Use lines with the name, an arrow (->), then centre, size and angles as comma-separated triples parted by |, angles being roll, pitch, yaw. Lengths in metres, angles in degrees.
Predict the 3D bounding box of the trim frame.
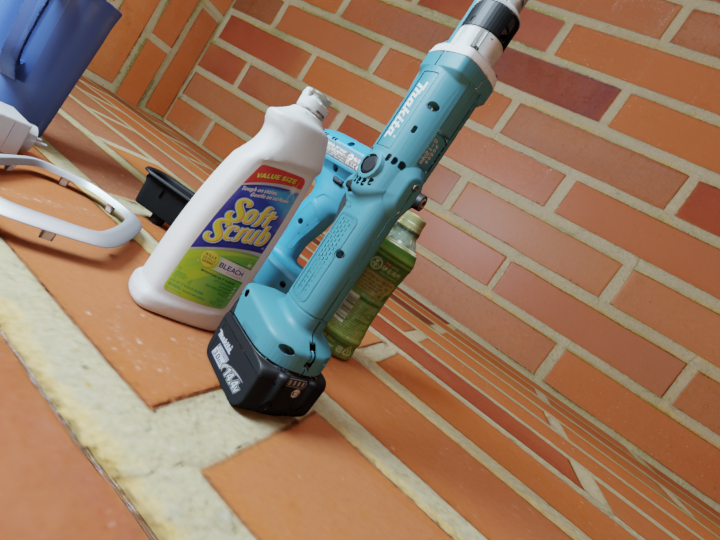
trim frame -> -0.330, -0.079, 0.452 | 0.178, 0.027, 0.257 | 31, 6, -20

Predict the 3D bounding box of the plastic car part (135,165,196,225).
plastic car part -> -0.284, -0.096, 0.637 | 0.114, 0.071, 0.067 | 33, 6, -10

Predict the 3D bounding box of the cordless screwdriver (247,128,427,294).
cordless screwdriver -> -0.048, -0.032, 0.494 | 0.167, 0.249, 0.071 | 37, 6, 27

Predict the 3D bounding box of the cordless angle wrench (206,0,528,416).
cordless angle wrench -> 0.021, -0.074, 0.349 | 0.070, 0.423, 0.104 | 29, 7, -43
